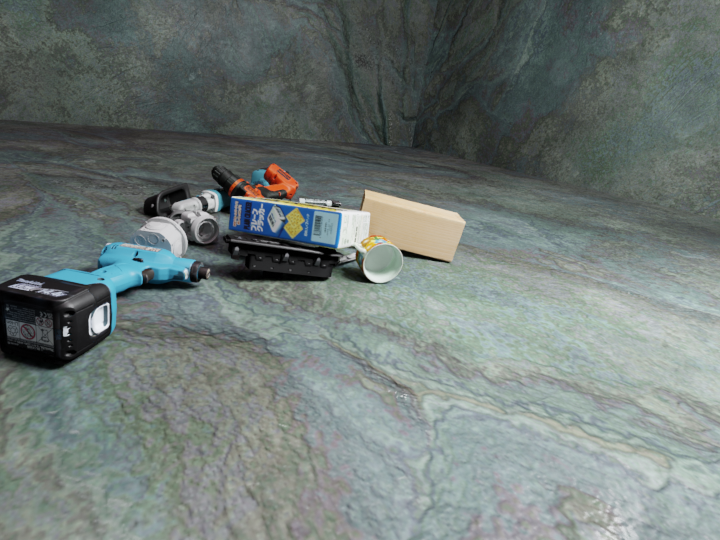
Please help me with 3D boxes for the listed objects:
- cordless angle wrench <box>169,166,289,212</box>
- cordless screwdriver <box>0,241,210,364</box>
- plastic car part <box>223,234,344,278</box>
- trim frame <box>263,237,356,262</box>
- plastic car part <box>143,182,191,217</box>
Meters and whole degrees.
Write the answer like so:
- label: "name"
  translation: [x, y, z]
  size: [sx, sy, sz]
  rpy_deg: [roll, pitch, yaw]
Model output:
- label: "cordless angle wrench"
  translation: [-0.326, -0.201, 1.101]
  size: [0.101, 0.073, 0.416]
  rpy_deg: [15, 25, 17]
- label: "cordless screwdriver"
  translation: [-0.303, 0.024, 0.534]
  size: [0.160, 0.073, 0.251]
  rpy_deg: [7, 17, 0]
- label: "plastic car part"
  translation: [-0.122, -0.020, 0.694]
  size: [0.197, 0.067, 0.068]
  rpy_deg: [3, 0, -20]
- label: "trim frame"
  translation: [-0.084, -0.055, 0.857]
  size: [0.195, 0.027, 0.239]
  rpy_deg: [22, 28, 37]
- label: "plastic car part"
  translation: [-0.452, -0.157, 0.973]
  size: [0.073, 0.064, 0.115]
  rpy_deg: [-1, 20, 23]
